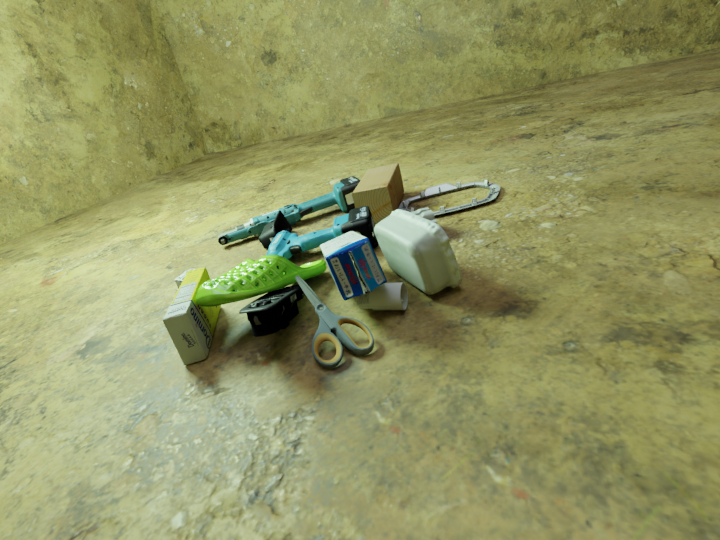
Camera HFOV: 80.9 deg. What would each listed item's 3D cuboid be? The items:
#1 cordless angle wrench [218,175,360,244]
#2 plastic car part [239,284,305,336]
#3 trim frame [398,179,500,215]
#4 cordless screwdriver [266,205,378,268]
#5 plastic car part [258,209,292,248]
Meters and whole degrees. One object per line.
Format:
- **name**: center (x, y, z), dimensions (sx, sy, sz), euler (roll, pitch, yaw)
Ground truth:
- **cordless angle wrench**: center (-0.195, -0.156, 1.182), dimensions (0.421, 0.072, 0.102), euler (-21, 24, -5)
- **plastic car part**: center (-0.138, 0.063, 0.679), dimensions (0.067, 0.067, 0.200), euler (-4, 2, 6)
- **trim frame**: center (0.216, -0.180, 1.040), dimensions (0.250, 0.027, 0.189), euler (-16, 25, 4)
- **cordless screwdriver**: center (-0.090, -0.059, 0.922), dimensions (0.254, 0.072, 0.161), euler (-13, 25, 15)
- **plastic car part**: center (-0.229, -0.096, 1.097), dimensions (0.072, 0.064, 0.118), euler (-24, 25, 19)
